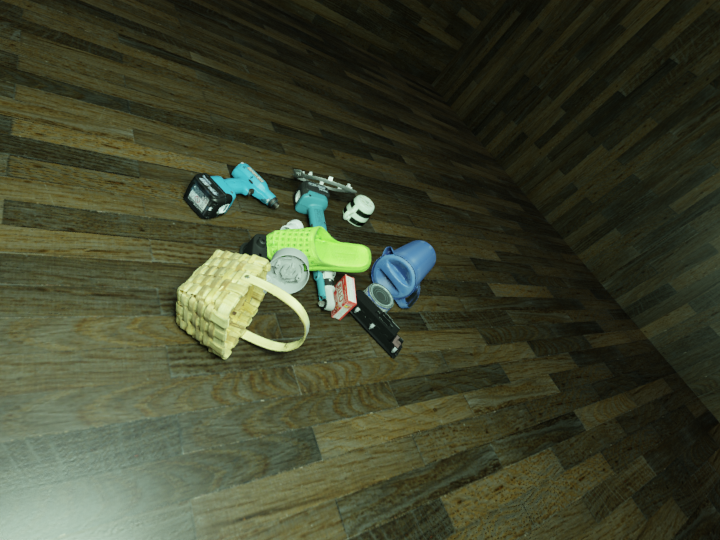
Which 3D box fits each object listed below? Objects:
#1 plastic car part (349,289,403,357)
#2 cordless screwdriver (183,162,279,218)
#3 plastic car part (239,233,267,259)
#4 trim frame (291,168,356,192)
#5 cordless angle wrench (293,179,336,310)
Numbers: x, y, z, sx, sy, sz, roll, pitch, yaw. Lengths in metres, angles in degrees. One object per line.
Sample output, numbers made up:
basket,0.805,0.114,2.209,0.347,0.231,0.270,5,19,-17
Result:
plastic car part,0.035,0.124,1.073,0.207,0.067,0.065,43,41,9
cordless screwdriver,-0.320,-0.195,1.091,0.161,0.075,0.245,42,31,3
plastic car part,-0.244,-0.043,0.990,0.063,0.072,0.121,21,42,-29
trim frame,-0.114,-0.270,1.284,0.176,0.027,0.260,14,8,-28
cordless angle wrench,-0.112,-0.074,1.150,0.093,0.075,0.440,14,44,-30
